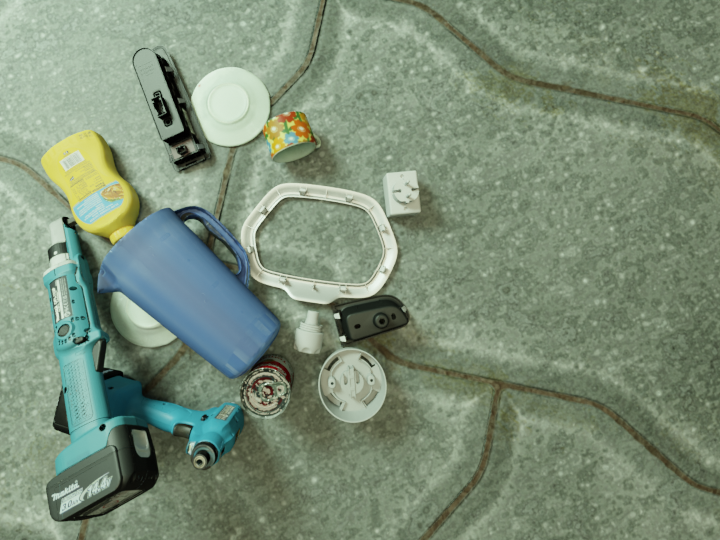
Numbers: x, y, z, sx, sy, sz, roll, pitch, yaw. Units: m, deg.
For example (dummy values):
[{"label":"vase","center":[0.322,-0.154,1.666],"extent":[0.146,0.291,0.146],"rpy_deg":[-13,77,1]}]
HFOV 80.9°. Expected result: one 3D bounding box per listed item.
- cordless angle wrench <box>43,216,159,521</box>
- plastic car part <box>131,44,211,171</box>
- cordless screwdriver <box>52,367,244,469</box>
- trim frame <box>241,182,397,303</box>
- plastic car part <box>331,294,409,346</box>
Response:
[{"label":"cordless angle wrench","center":[-0.373,0.088,0.561],"extent":[0.097,0.071,0.442],"rpy_deg":[-30,61,-4]},{"label":"plastic car part","center":[-0.308,-0.262,0.661],"extent":[0.067,0.065,0.205],"rpy_deg":[-23,84,11]},{"label":"cordless screwdriver","center":[-0.293,0.206,0.581],"extent":[0.250,0.158,0.074],"rpy_deg":[12,88,0]},{"label":"trim frame","center":[-0.065,-0.043,0.665],"extent":[0.248,0.027,0.184],"rpy_deg":[9,87,-2]},{"label":"plastic car part","center":[0.020,0.074,0.636],"extent":[0.117,0.071,0.066],"rpy_deg":[-14,90,0]}]
